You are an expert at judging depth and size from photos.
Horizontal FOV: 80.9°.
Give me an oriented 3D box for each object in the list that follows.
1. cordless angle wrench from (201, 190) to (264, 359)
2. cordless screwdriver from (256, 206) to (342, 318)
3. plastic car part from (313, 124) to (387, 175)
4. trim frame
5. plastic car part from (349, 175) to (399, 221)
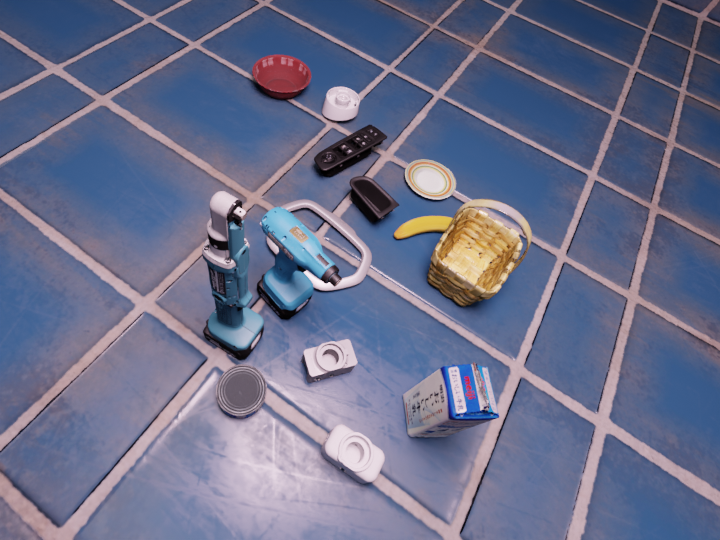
[{"bbox_3d":[-0.193,0.022,0.626,0.099,0.417,0.074,31,58,4],"label":"cordless angle wrench"},{"bbox_3d":[-0.112,0.012,0.747,0.073,0.245,0.164,-37,74,-29],"label":"cordless screwdriver"},{"bbox_3d":[-0.032,-0.293,1.054,0.199,0.066,0.069,-33,71,-26],"label":"plastic car part"},{"bbox_3d":[-0.090,-0.059,0.923,0.256,0.027,0.182,39,61,15],"label":"trim frame"},{"bbox_3d":[0.020,-0.159,0.977,0.065,0.070,0.120,-33,70,-27],"label":"plastic car part"}]
